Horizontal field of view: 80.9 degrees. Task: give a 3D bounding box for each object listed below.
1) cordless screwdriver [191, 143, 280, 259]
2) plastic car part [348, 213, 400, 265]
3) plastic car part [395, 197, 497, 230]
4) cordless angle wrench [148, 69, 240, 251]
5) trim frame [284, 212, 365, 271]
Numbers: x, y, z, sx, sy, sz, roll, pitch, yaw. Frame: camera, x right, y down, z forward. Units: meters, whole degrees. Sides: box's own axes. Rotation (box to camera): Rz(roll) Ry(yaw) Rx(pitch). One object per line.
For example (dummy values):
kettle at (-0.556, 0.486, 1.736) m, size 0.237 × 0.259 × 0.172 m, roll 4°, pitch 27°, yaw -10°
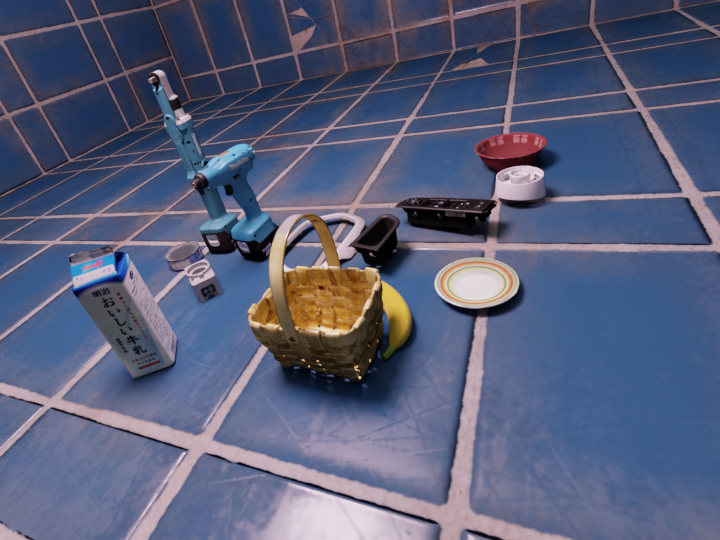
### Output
cordless screwdriver at (-0.265, -0.132, 0.918) m, size 0.078 × 0.239 × 0.157 m, roll 9°, pitch 39°, yaw 33°
plastic car part at (0.040, -0.052, 0.827) m, size 0.069 × 0.068 × 0.115 m, roll 13°, pitch 42°, yaw 36°
plastic car part at (0.171, -0.120, 0.874) m, size 0.214 × 0.064 × 0.065 m, roll 15°, pitch 43°, yaw 38°
cordless angle wrench at (-0.374, -0.236, 0.963) m, size 0.077 × 0.407 × 0.098 m, roll -1°, pitch 34°, yaw 20°
trim frame at (-0.091, -0.060, 0.932) m, size 0.193 × 0.026 × 0.247 m, roll 6°, pitch 40°, yaw 30°
